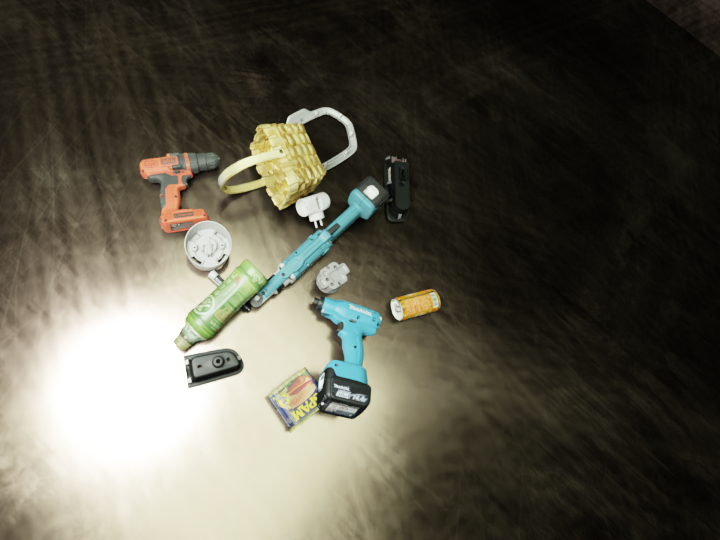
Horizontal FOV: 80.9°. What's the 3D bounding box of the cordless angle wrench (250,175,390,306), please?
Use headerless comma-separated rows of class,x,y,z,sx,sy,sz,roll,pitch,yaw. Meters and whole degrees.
cordless angle wrench,-0.097,-0.063,0.993,0.075,0.098,0.419,44,69,2

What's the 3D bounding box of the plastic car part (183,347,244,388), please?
plastic car part,-0.292,0.187,0.843,0.114,0.071,0.067,-11,75,-16

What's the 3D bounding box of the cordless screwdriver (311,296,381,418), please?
cordless screwdriver,-0.044,0.166,0.882,0.157,0.074,0.254,19,45,-8

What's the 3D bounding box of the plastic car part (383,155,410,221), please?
plastic car part,0.104,-0.224,1.121,0.064,0.068,0.207,10,69,-21

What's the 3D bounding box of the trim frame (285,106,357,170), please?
trim frame,-0.118,-0.355,1.137,0.245,0.027,0.188,-36,79,-22
